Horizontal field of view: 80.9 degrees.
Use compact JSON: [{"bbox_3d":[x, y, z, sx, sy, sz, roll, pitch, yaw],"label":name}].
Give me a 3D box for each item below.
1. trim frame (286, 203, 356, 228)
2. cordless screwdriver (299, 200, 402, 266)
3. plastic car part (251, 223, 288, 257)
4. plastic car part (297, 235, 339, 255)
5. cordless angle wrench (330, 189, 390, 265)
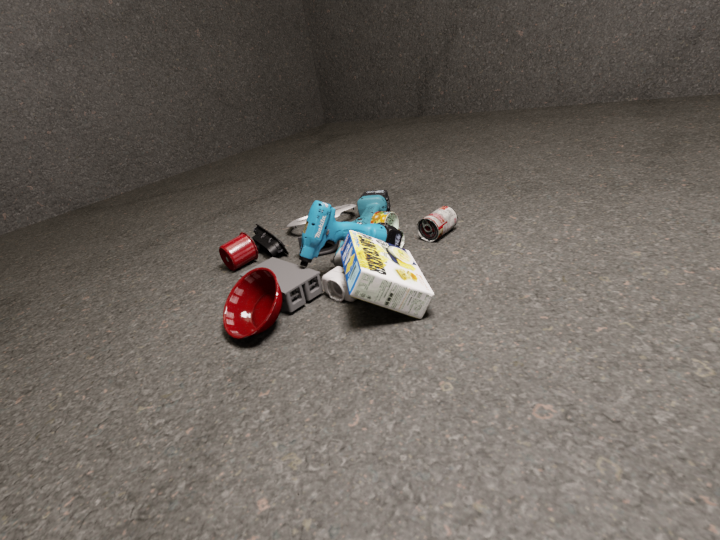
[{"bbox_3d":[-0.130,-0.182,1.420,0.243,0.027,0.191,-19,13,-18],"label":"trim frame"},{"bbox_3d":[-0.028,-0.066,1.039,0.238,0.158,0.078,13,10,-26],"label":"cordless screwdriver"},{"bbox_3d":[-0.288,-0.086,1.301,0.066,0.064,0.214,-35,33,-23],"label":"plastic car part"},{"bbox_3d":[-0.120,-0.078,1.225,0.116,0.065,0.072,-10,11,-4],"label":"plastic car part"},{"bbox_3d":[0.001,-0.128,1.255,0.101,0.072,0.423,-2,30,19],"label":"cordless angle wrench"}]
